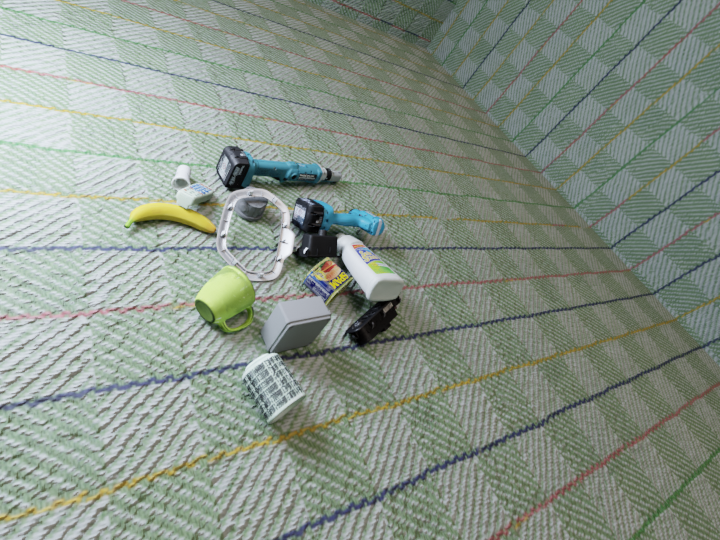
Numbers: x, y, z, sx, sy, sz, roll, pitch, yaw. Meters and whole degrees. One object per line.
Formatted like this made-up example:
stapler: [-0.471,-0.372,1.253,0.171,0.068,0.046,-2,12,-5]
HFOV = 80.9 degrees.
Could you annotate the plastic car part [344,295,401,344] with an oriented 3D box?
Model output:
plastic car part: [0.035,0.119,1.013,0.197,0.069,0.067,-28,98,-50]

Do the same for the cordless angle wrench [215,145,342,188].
cordless angle wrench: [-0.206,-0.285,1.223,0.404,0.098,0.077,-8,54,-45]

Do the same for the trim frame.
trim frame: [-0.242,-0.092,1.000,0.176,0.028,0.254,21,55,-26]

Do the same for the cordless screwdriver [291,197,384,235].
cordless screwdriver: [-0.071,-0.152,1.181,0.238,0.073,0.168,3,20,-31]

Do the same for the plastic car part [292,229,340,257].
plastic car part: [-0.105,-0.068,1.071,0.111,0.070,0.069,-4,13,-38]
